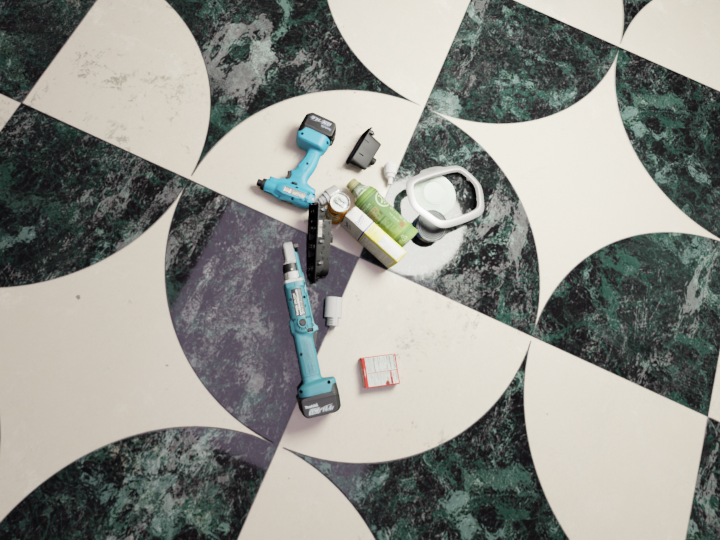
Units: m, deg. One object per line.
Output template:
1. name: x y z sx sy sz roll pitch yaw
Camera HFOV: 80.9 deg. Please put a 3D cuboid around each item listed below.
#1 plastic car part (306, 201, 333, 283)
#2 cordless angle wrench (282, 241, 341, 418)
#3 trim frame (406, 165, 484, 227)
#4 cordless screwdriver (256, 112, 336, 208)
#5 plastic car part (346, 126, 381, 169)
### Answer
1. plastic car part: -0.105 -0.069 1.079 0.064 0.069 0.203 6 90 -33
2. cordless angle wrench: -0.141 0.131 1.037 0.097 0.074 0.431 -11 76 -10
3. trim frame: 0.232 -0.206 1.143 0.242 0.027 0.189 -21 74 -23
4. cordless screwdriver: -0.167 -0.300 1.136 0.159 0.074 0.250 19 80 -1
5. plastic car part: 0.015 -0.324 1.168 0.069 0.068 0.117 30 79 -16
